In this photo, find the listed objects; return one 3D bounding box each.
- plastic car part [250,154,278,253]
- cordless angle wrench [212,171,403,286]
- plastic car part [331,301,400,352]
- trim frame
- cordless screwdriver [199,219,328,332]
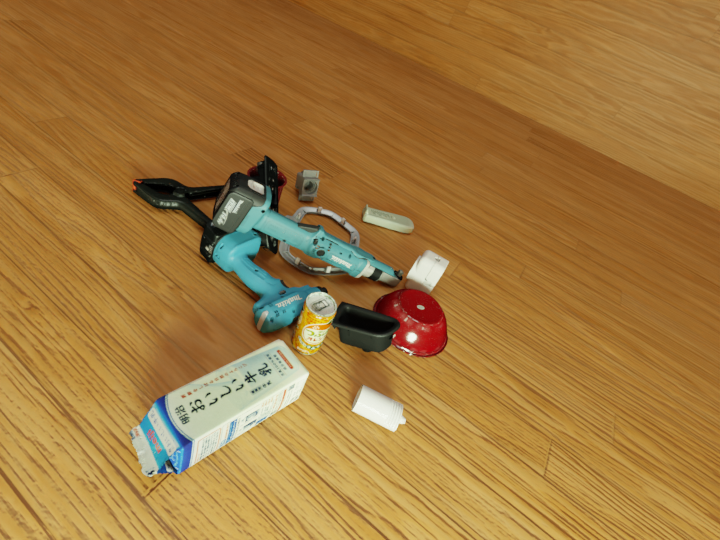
[{"bbox_3d":[-0.205,-0.134,0.889,0.068,0.065,0.205,-8,82,4],"label":"plastic car part"},{"bbox_3d":[-0.082,-0.053,0.836,0.404,0.098,0.077,26,32,-26],"label":"cordless angle wrench"},{"bbox_3d":[0.007,0.112,0.751,0.121,0.069,0.065,16,37,19],"label":"plastic car part"},{"bbox_3d":[-0.092,-0.074,0.962,0.184,0.027,0.252,18,40,-1],"label":"trim frame"},{"bbox_3d":[-0.185,-0.005,0.805,0.154,0.074,0.259,-22,59,-44],"label":"cordless screwdriver"}]
